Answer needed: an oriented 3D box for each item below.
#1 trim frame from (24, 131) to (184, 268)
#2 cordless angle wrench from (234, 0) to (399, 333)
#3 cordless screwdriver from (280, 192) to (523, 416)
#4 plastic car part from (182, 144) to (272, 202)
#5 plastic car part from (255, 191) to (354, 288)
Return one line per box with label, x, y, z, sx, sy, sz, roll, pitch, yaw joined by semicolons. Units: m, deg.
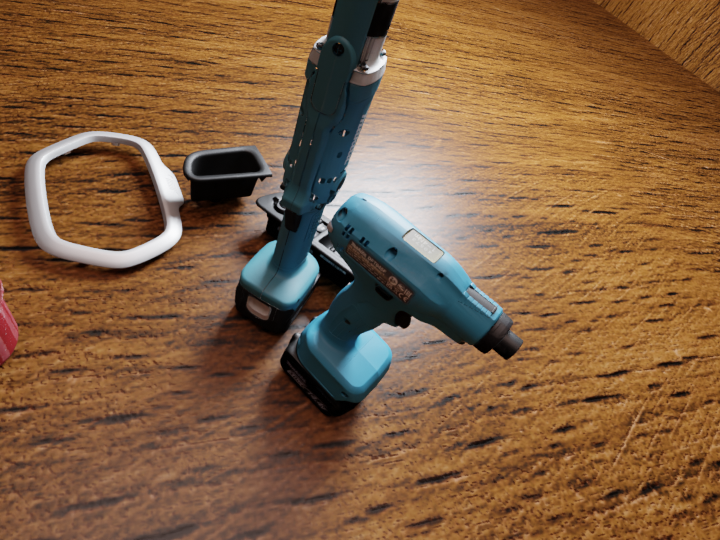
trim frame;-0.332;-0.102;0.559;0.178;0.027;0.260;-15;58;-28
cordless angle wrench;-0.042;-0.087;0.377;0.075;0.419;0.098;31;48;3
cordless screwdriver;0.016;0.062;0.386;0.164;0.246;0.073;42;50;14
plastic car part;-0.194;-0.128;0.596;0.113;0.070;0.069;-16;60;-29
plastic car part;-0.055;-0.036;0.566;0.209;0.066;0.065;38;50;14
